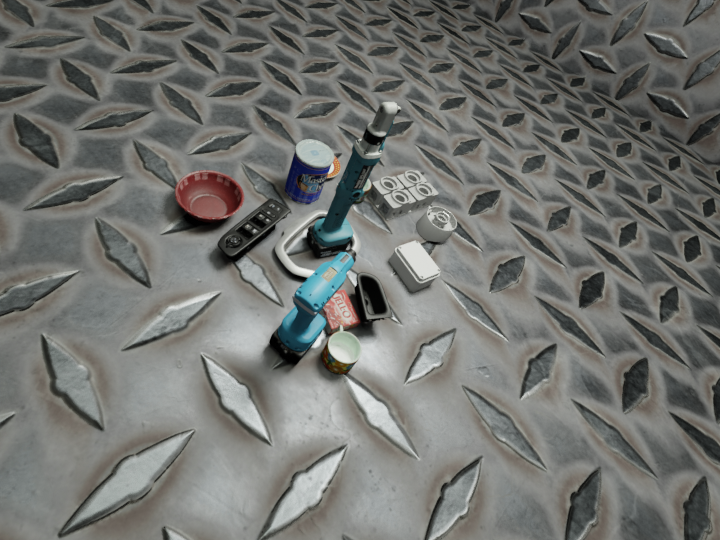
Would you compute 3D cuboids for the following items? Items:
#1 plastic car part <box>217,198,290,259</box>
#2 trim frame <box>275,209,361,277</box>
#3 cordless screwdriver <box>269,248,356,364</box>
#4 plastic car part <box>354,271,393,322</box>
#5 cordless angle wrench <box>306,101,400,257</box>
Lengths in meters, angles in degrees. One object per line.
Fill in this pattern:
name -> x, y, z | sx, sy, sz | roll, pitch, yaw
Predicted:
plastic car part -> -0.255, -0.092, 0.996 | 0.068, 0.066, 0.200 | 37, 50, 8
trim frame -> -0.103, -0.067, 1.055 | 0.188, 0.027, 0.246 | 34, 50, 8
cordless screwdriver -> -0.087, 0.067, 0.809 | 0.076, 0.247, 0.157 | 37, 50, 5
plastic car part -> 0.017, 0.070, 0.960 | 0.064, 0.070, 0.121 | -1, 54, -23
cordless angle wrench -> -0.019, -0.181, 0.916 | 0.094, 0.420, 0.077 | -10, 60, -29
